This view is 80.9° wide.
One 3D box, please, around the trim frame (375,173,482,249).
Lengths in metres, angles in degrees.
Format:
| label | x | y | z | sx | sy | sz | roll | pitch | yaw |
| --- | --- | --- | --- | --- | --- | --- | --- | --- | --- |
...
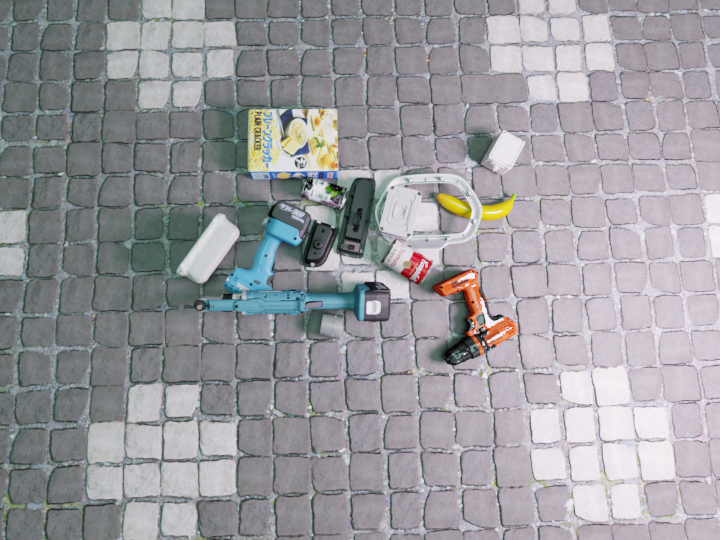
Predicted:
| label | x | y | z | sx | sy | sz | roll | pitch | yaw |
| --- | --- | --- | --- | --- | --- | --- | --- | --- | --- |
| trim frame | 0.160 | -0.141 | 1.010 | 0.252 | 0.027 | 0.185 | 0 | 87 | 8 |

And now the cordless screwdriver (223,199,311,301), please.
| label | x | y | z | sx | sy | sz | roll | pitch | yaw |
| --- | --- | --- | --- | --- | --- | --- | --- | --- | --- |
| cordless screwdriver | -0.191 | -0.029 | 0.986 | 0.158 | 0.075 | 0.249 | 30 | 86 | -5 |

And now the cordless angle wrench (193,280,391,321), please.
| label | x | y | z | sx | sy | sz | roll | pitch | yaw |
| --- | --- | --- | --- | --- | --- | --- | --- | --- | --- |
| cordless angle wrench | -0.148 | 0.070 | 0.933 | 0.417 | 0.100 | 0.073 | 0 | 101 | -8 |

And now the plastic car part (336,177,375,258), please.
| label | x | y | z | sx | sy | sz | roll | pitch | yaw |
| --- | --- | --- | --- | --- | --- | --- | --- | --- | --- |
| plastic car part | -0.008 | -0.135 | 1.013 | 0.067 | 0.066 | 0.204 | 11 | 79 | 5 |

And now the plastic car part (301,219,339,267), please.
| label | x | y | z | sx | sy | sz | roll | pitch | yaw |
| --- | --- | --- | --- | --- | --- | --- | --- | --- | --- |
| plastic car part | -0.097 | -0.064 | 0.993 | 0.066 | 0.070 | 0.117 | 19 | 79 | 0 |
